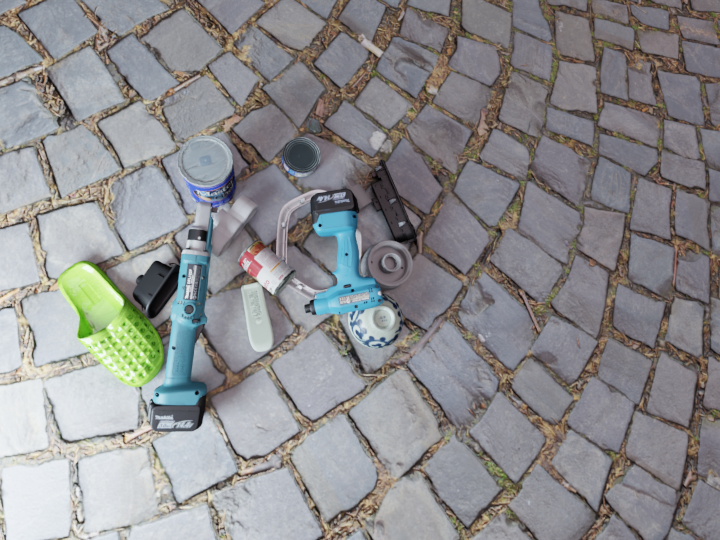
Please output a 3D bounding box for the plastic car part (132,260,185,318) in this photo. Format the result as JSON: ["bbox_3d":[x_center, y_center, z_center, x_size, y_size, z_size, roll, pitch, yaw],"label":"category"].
[{"bbox_3d":[-0.409,0.027,0.839,0.073,0.064,0.116,32,78,12],"label":"plastic car part"}]

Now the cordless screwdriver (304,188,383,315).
[{"bbox_3d":[-0.057,-0.035,0.868,0.160,0.073,0.252,-13,81,6],"label":"cordless screwdriver"}]

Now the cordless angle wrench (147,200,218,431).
[{"bbox_3d":[-0.324,0.075,0.802,0.095,0.076,0.426,7,82,-21],"label":"cordless angle wrench"}]

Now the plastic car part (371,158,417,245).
[{"bbox_3d":[0.069,-0.143,0.943,0.067,0.066,0.205,-26,83,-5],"label":"plastic car part"}]

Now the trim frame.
[{"bbox_3d":[-0.090,-0.059,0.919,0.181,0.027,0.252,3,75,-9],"label":"trim frame"}]
